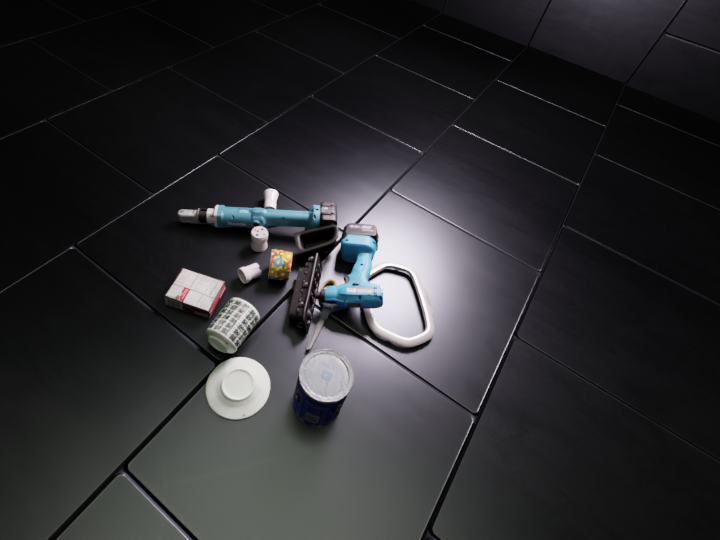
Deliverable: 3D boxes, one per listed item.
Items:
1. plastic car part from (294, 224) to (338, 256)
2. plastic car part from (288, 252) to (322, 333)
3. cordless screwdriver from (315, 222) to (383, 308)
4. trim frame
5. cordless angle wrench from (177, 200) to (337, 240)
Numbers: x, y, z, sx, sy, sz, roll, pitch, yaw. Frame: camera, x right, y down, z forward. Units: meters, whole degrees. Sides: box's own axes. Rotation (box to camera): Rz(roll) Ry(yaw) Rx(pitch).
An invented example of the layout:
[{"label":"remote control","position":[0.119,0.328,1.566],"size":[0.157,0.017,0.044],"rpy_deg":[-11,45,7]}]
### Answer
[{"label":"plastic car part","position":[-0.109,-0.071,1.110],"size":[0.117,0.068,0.068],"rpy_deg":[-13,63,1]},{"label":"plastic car part","position":[-0.134,0.052,1.015],"size":[0.067,0.064,0.208],"rpy_deg":[1,51,1]},{"label":"cordless screwdriver","position":[-0.027,-0.012,1.061],"size":[0.160,0.072,0.256],"rpy_deg":[0,46,2]},{"label":"trim frame","position":[0.092,0.078,1.054],"size":[0.181,0.027,0.258],"rpy_deg":[-3,50,-11]},{"label":"cordless angle wrench","position":[-0.276,-0.139,1.133],"size":[0.421,0.095,0.077],"rpy_deg":[3,48,-3]}]
